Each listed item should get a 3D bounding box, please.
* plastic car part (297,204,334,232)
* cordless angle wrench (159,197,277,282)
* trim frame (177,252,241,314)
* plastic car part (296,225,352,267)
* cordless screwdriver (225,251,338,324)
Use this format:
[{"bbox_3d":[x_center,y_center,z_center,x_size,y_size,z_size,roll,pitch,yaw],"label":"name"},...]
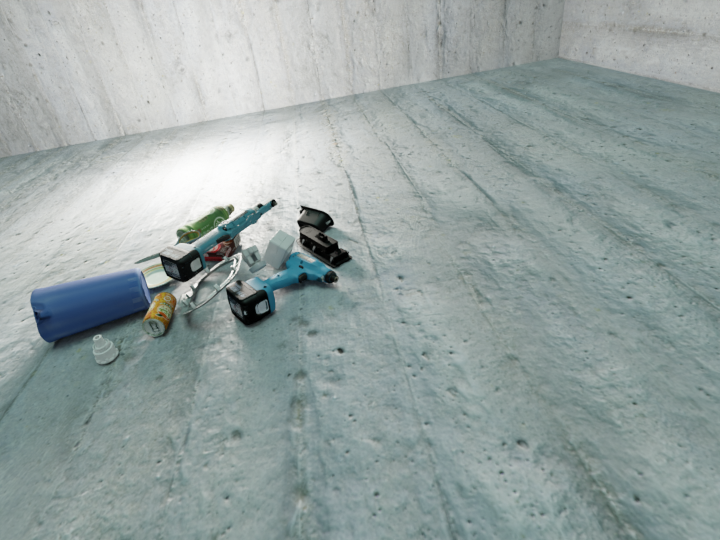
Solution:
[{"bbox_3d":[-0.148,-0.146,1.291,0.123,0.063,0.070,20,57,33],"label":"plastic car part"},{"bbox_3d":[-0.387,-0.116,1.231,0.102,0.072,0.418,14,39,26],"label":"cordless angle wrench"},{"bbox_3d":[-0.373,0.027,1.050,0.185,0.026,0.257,-35,25,5],"label":"trim frame"},{"bbox_3d":[-0.114,-0.075,1.170,0.065,0.064,0.215,-35,38,-24],"label":"plastic car part"},{"bbox_3d":[-0.183,0.039,1.007,0.168,0.072,0.243,22,41,39],"label":"cordless screwdriver"}]
